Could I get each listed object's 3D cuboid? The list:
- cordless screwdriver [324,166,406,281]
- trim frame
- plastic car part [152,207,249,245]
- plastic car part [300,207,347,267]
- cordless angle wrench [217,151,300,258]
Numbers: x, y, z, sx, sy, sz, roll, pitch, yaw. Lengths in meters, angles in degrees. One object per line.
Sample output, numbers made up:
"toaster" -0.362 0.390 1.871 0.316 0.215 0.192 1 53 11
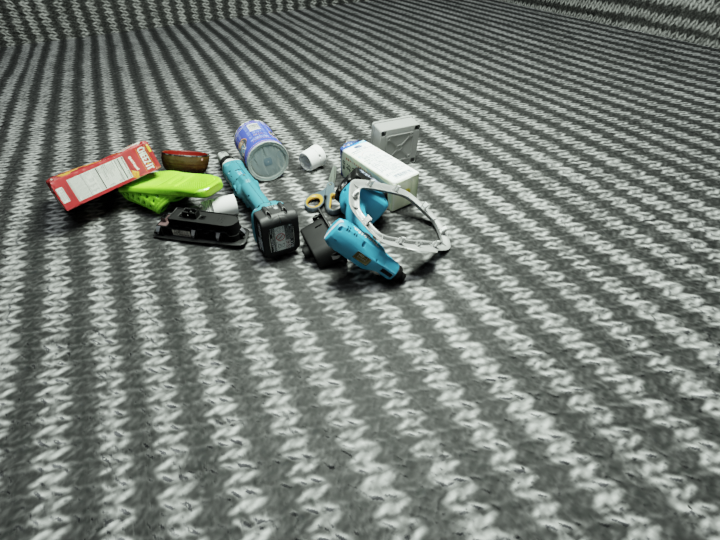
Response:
"cordless screwdriver" 0.017 -0.088 0.805 0.154 0.075 0.254 33 32 -18
"trim frame" 0.077 -0.101 0.787 0.236 0.028 0.192 4 48 -41
"plastic car part" -0.321 -0.094 0.858 0.207 0.065 0.067 11 35 11
"plastic car part" -0.078 -0.051 0.802 0.071 0.063 0.122 -24 48 -3
"cordless angle wrench" -0.250 -0.179 0.929 0.072 0.095 0.447 -18 41 -22
